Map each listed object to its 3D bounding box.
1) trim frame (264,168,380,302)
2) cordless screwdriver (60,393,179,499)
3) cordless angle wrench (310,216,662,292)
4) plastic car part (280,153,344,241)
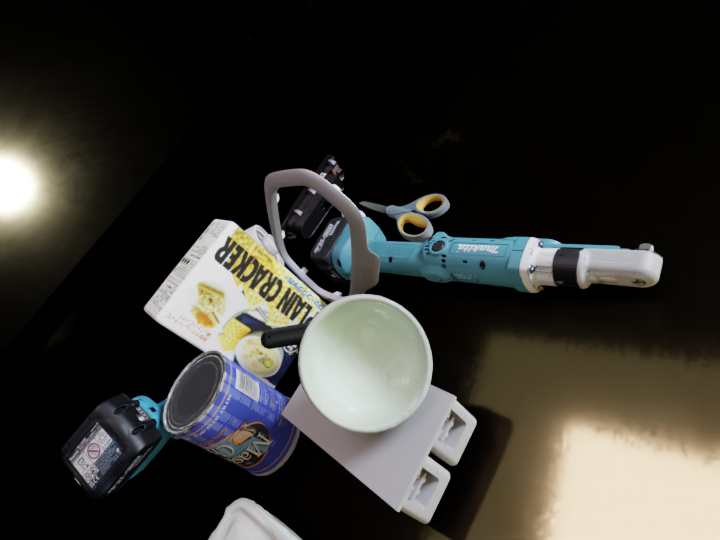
[{"bbox_3d":[-0.056,-0.037,0.576,0.193,0.240,0.027,31,54,24],"label":"trim frame"},{"bbox_3d":[-0.284,0.218,0.581,0.159,0.076,0.243,-50,-8,7],"label":"cordless screwdriver"},{"bbox_3d":[0.108,-0.016,0.529,0.445,0.070,0.098,6,59,46],"label":"cordless angle wrench"},{"bbox_3d":[-0.087,-0.137,0.859,0.070,0.063,0.202,26,71,28],"label":"plastic car part"}]
